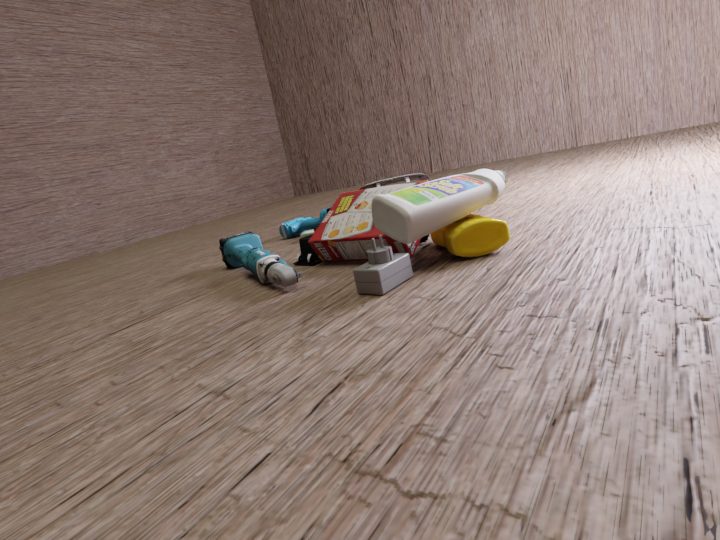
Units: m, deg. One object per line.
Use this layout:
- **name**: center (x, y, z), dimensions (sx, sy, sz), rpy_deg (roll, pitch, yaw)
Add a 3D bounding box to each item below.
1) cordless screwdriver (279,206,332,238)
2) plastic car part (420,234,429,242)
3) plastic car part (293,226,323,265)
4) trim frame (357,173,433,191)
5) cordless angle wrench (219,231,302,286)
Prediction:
- **cordless screwdriver**: center (-0.119, -0.156, 1.321), dimensions (0.260, 0.073, 0.155), rpy_deg (-7, 14, 37)
- **plastic car part**: center (0.061, -0.090, 0.928), dimensions (0.212, 0.066, 0.064), rpy_deg (-2, 2, 33)
- **plastic car part**: center (-0.090, -0.059, 0.924), dimensions (0.069, 0.069, 0.113), rpy_deg (1, 22, 44)
- **trim frame**: center (0.085, -0.188, 1.133), dimensions (0.248, 0.028, 0.178), rpy_deg (-13, -27, -1)
- **cordless angle wrench**: center (-0.219, -0.021, 0.900), dimensions (0.095, 0.073, 0.442), rpy_deg (-18, 17, -23)
